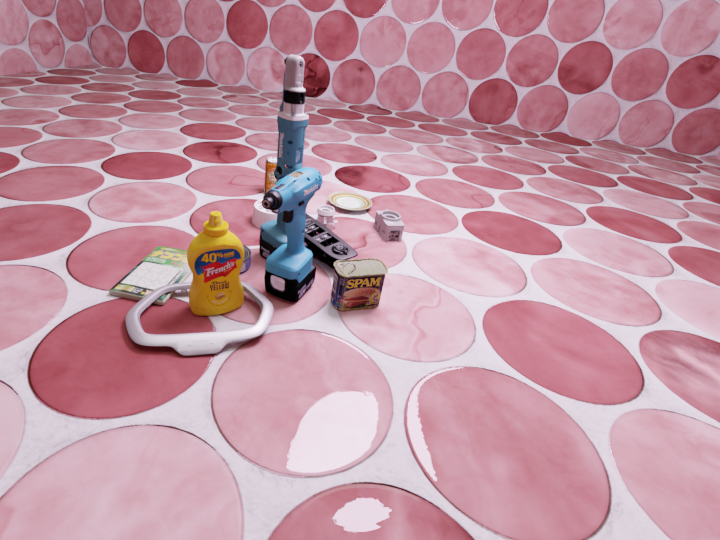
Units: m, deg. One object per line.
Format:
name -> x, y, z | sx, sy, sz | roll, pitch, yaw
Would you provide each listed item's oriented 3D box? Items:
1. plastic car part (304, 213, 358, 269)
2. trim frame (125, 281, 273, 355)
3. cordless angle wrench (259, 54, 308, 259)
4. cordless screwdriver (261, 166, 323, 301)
plastic car part -> -0.094, -0.062, 0.965 | 0.064, 0.065, 0.215 | -20, 40, -40
trim frame -> -0.277, 0.075, 0.739 | 0.243, 0.027, 0.192 | -2, 32, -15
cordless angle wrench -> -0.146, -0.206, 0.855 | 0.103, 0.414, 0.072 | 30, 35, 32
cordless screwdriver -> -0.134, -0.056, 0.774 | 0.077, 0.243, 0.157 | 19, 31, 15
